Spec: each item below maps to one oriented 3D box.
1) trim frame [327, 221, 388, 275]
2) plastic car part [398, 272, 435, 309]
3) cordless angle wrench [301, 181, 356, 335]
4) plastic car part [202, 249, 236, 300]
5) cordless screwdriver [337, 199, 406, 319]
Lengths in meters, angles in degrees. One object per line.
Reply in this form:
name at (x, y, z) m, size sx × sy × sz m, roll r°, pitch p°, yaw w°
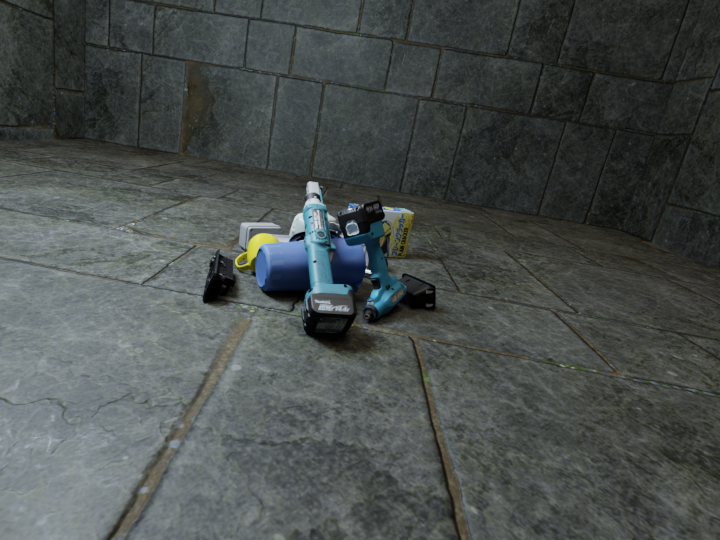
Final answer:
trim frame at (-0.040, -0.058, 1.141) m, size 0.258 × 0.177 × 0.027 m, roll 18°, pitch 52°, yaw 21°
plastic car part at (0.119, 0.055, 1.035) m, size 0.069 × 0.064 × 0.123 m, roll -19°, pitch 27°, yaw -32°
cordless angle wrench at (-0.091, -0.059, 0.927) m, size 0.095 × 0.073 × 0.440 m, roll 4°, pitch 46°, yaw -17°
plastic car part at (-0.314, 0.005, 0.950) m, size 0.064 × 0.066 × 0.212 m, roll 14°, pitch 15°, yaw -24°
cordless screwdriver at (0.019, -0.023, 0.934) m, size 0.077 × 0.246 × 0.155 m, roll -14°, pitch 10°, yaw 35°
